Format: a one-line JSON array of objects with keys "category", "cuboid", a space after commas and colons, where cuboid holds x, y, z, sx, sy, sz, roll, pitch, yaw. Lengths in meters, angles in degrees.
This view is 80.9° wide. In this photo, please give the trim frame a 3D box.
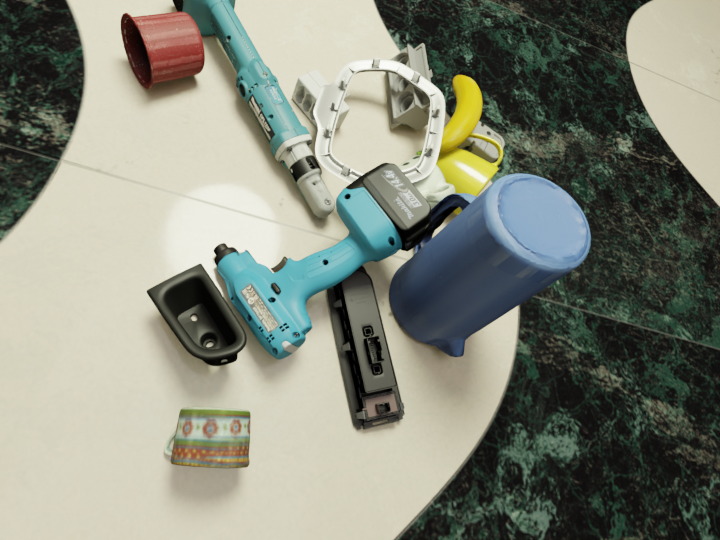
[{"category": "trim frame", "cuboid": [0.027, -0.218, 0.602, 0.185, 0.027, 0.252, 13, 65, 3]}]

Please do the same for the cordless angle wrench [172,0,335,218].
[{"category": "cordless angle wrench", "cuboid": [-0.146, -0.262, 0.603, 0.072, 0.099, 0.429, -25, 81, -30]}]

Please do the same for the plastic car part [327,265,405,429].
[{"category": "plastic car part", "cuboid": [0.003, 0.084, 0.522, 0.066, 0.066, 0.209, -11, 69, -8]}]

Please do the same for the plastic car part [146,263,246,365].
[{"category": "plastic car part", "cuboid": [-0.173, 0.062, 0.466, 0.064, 0.069, 0.121, -30, 66, -27]}]

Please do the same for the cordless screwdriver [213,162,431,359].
[{"category": "cordless screwdriver", "cuboid": [-0.049, -0.032, 0.506, 0.248, 0.072, 0.165, -39, 70, -4]}]
